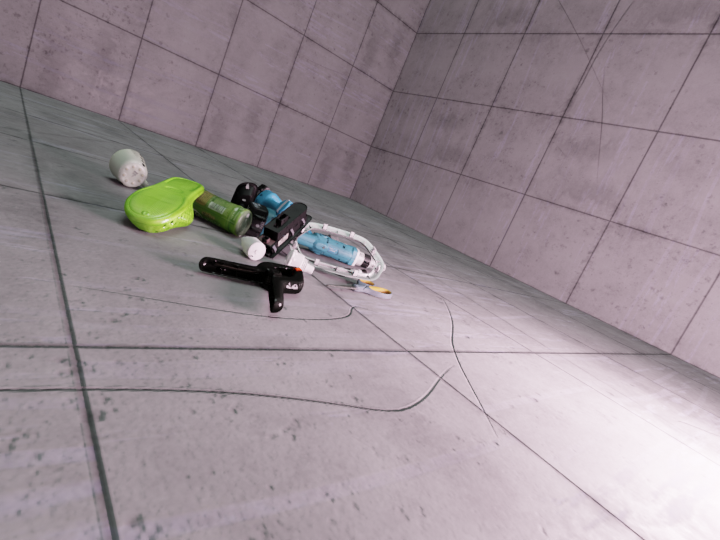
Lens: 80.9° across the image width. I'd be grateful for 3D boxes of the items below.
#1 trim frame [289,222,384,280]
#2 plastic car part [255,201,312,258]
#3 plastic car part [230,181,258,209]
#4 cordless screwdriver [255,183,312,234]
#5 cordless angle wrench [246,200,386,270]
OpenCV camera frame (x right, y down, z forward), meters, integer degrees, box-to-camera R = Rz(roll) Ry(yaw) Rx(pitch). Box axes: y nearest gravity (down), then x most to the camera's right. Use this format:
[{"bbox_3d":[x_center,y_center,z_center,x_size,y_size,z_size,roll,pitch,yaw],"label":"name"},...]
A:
[{"bbox_3d":[-0.057,-0.050,1.040,0.244,0.027,0.189,17,40,-10],"label":"trim frame"},{"bbox_3d":[-0.181,-0.109,1.002,0.068,0.065,0.201,18,35,16],"label":"plastic car part"},{"bbox_3d":[-0.326,-0.181,1.163,0.064,0.116,0.073,20,36,-17],"label":"plastic car part"},{"bbox_3d":[-0.237,-0.167,1.273,0.263,0.074,0.151,31,-17,48],"label":"cordless screwdriver"},{"bbox_3d":[-0.112,-0.073,1.141,0.408,0.074,0.102,20,12,-20],"label":"cordless angle wrench"}]
